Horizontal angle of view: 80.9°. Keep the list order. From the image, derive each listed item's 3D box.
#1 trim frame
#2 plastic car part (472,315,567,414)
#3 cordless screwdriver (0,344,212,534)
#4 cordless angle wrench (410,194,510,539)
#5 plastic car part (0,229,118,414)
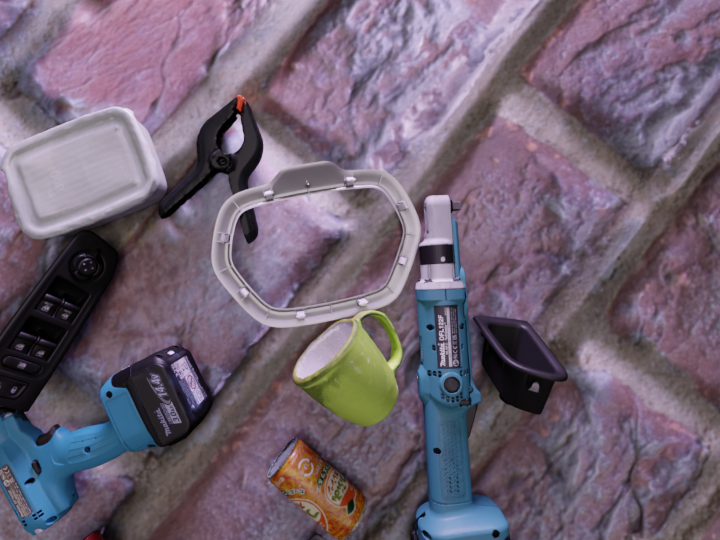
[{"bbox_3d":[-0.048,-0.031,0.491,0.247,0.028,0.184,-10,91,-4],"label":"trim frame"},{"bbox_3d":[0.166,0.107,0.458,0.066,0.119,0.069,4,113,-2],"label":"plastic car part"},{"bbox_3d":[-0.307,0.167,0.481,0.249,0.074,0.160,-32,88,3],"label":"cordless screwdriver"},{"bbox_3d":[0.097,0.124,0.475,0.098,0.074,0.425,-3,85,-1],"label":"cordless angle wrench"},{"bbox_3d":[-0.349,0.049,0.477,0.063,0.070,0.203,36,74,-34],"label":"plastic car part"}]
